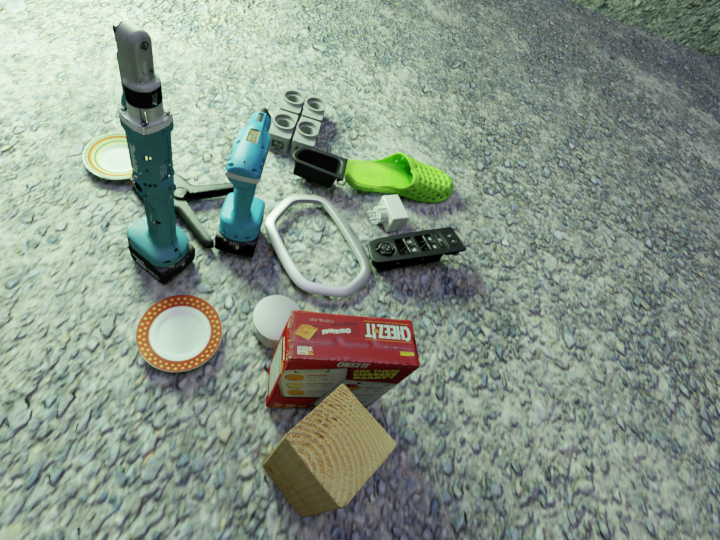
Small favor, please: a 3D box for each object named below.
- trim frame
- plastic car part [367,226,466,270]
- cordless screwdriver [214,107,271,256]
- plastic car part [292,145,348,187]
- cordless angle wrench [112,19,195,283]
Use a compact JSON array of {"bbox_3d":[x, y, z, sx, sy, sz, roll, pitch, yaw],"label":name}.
[{"bbox_3d":[-0.081,-0.053,0.830,0.179,0.027,0.258,-21,64,-27],"label":"trim frame"},{"bbox_3d":[0.103,-0.040,0.848,0.197,0.066,0.069,-7,59,-20],"label":"plastic car part"},{"bbox_3d":[-0.194,-0.144,0.726,0.073,0.247,0.163,14,54,-12],"label":"cordless screwdriver"},{"bbox_3d":[-0.095,-0.217,0.916,0.115,0.070,0.067,17,53,-5],"label":"plastic car part"},{"bbox_3d":[-0.285,-0.128,0.581,0.100,0.420,0.073,38,53,6],"label":"cordless angle wrench"}]
